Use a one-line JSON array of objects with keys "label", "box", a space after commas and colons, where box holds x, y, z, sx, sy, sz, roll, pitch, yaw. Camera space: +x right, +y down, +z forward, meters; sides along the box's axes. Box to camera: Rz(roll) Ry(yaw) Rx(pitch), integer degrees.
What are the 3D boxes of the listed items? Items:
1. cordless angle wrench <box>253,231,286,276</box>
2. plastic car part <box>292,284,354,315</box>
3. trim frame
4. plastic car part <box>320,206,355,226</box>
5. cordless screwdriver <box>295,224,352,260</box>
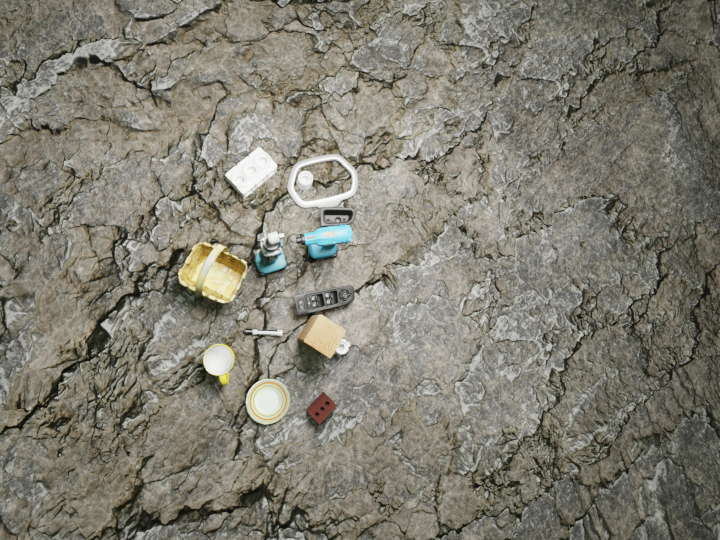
[{"label": "cordless angle wrench", "box": [-0.251, -0.050, 1.180, 0.096, 0.426, 0.075, -17, 87, -14]}, {"label": "plastic car part", "box": [-0.116, 0.094, 1.353, 0.200, 0.067, 0.067, -11, 83, -10]}, {"label": "trim frame", "box": [-0.129, -0.303, 1.449, 0.245, 0.027, 0.186, -15, 82, -10]}, {"label": "plastic car part", "box": [-0.079, -0.173, 1.408, 0.115, 0.071, 0.067, -2, 81, -10]}, {"label": "cordless screwdriver", "box": [-0.126, -0.083, 1.293, 0.157, 0.250, 0.075, -8, 84, -13]}]
